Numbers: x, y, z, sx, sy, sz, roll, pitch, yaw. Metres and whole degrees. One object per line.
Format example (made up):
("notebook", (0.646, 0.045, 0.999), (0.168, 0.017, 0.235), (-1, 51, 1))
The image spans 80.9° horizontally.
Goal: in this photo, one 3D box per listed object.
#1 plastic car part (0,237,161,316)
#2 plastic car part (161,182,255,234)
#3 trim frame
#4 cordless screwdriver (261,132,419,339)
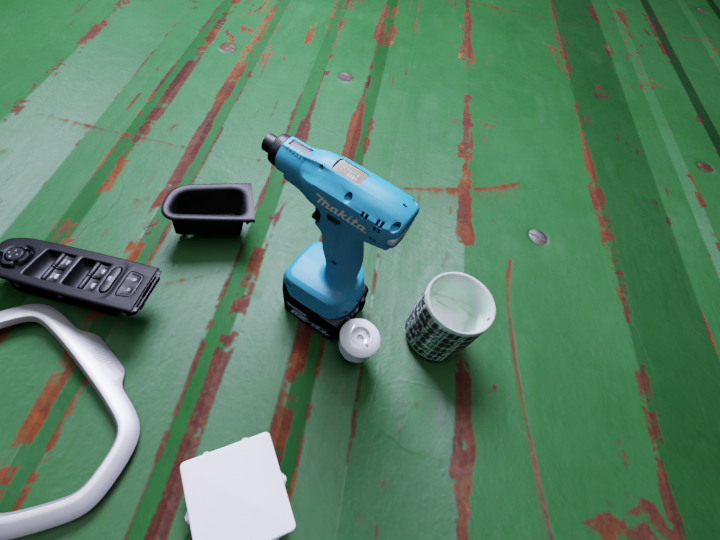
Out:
("plastic car part", (-0.341, 0.010, 0.502), (0.203, 0.066, 0.067), (16, 56, 1))
("plastic car part", (-0.206, -0.075, 0.578), (0.114, 0.070, 0.068), (-4, 59, -13))
("trim frame", (-0.344, 0.142, 0.437), (0.257, 0.027, 0.181), (40, 59, 17))
("cordless screwdriver", (-0.046, -0.030, 0.468), (0.163, 0.245, 0.074), (35, 57, 10))
